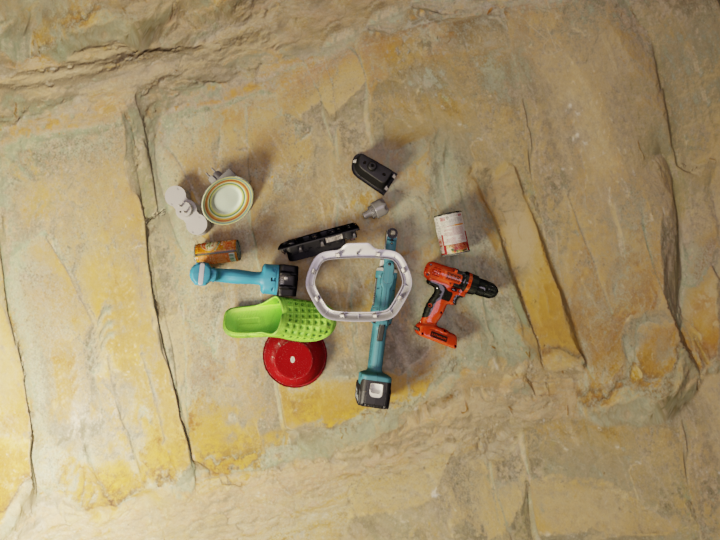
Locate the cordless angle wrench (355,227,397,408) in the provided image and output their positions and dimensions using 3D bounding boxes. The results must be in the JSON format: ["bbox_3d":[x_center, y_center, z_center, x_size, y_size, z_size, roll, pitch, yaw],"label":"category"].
[{"bbox_3d":[0.052,0.106,1.022,0.074,0.098,0.425,8,84,-3],"label":"cordless angle wrench"}]

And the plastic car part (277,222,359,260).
[{"bbox_3d":[-0.102,-0.067,1.041,0.202,0.068,0.065,-11,116,-2],"label":"plastic car part"}]

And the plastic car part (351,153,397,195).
[{"bbox_3d":[0.031,-0.246,1.038,0.116,0.071,0.066,33,87,-4],"label":"plastic car part"}]

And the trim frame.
[{"bbox_3d":[-0.006,0.026,0.989,0.252,0.027,0.187,-1,75,9],"label":"trim frame"}]

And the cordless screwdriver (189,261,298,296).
[{"bbox_3d":[-0.278,0.016,1.011,0.242,0.163,0.074,5,88,-17],"label":"cordless screwdriver"}]
